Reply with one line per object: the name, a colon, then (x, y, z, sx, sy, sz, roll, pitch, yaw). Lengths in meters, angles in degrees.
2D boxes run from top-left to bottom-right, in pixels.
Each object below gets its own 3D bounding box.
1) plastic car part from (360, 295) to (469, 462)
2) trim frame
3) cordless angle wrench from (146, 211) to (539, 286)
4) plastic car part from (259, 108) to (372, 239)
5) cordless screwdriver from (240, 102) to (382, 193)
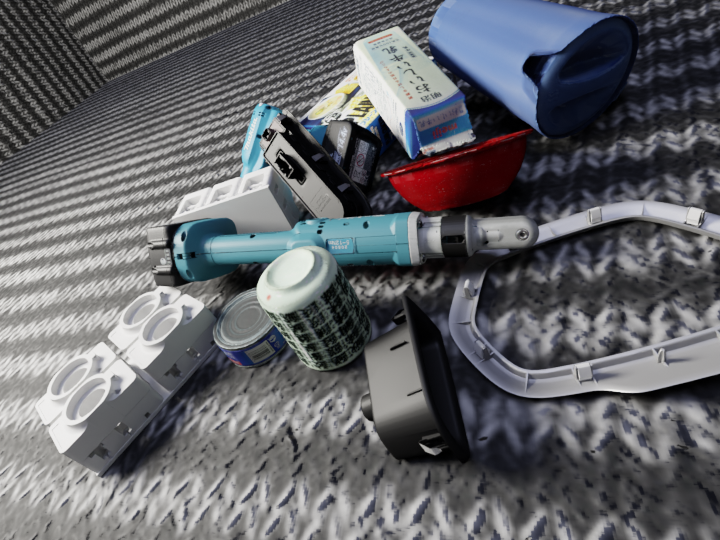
plastic car part: (0.033, 0.092, 0.333, 0.072, 0.062, 0.120, -27, 40, 25)
trim frame: (0.195, 0.013, 0.341, 0.252, 0.026, 0.191, -18, 41, 10)
cordless angle wrench: (-0.045, -0.029, 0.457, 0.438, 0.073, 0.096, -1, 12, 24)
plastic car part: (-0.064, -0.120, 0.531, 0.209, 0.065, 0.067, 48, 113, 16)
cordless screwdriver: (-0.097, -0.163, 0.645, 0.263, 0.070, 0.158, 24, 99, 38)
